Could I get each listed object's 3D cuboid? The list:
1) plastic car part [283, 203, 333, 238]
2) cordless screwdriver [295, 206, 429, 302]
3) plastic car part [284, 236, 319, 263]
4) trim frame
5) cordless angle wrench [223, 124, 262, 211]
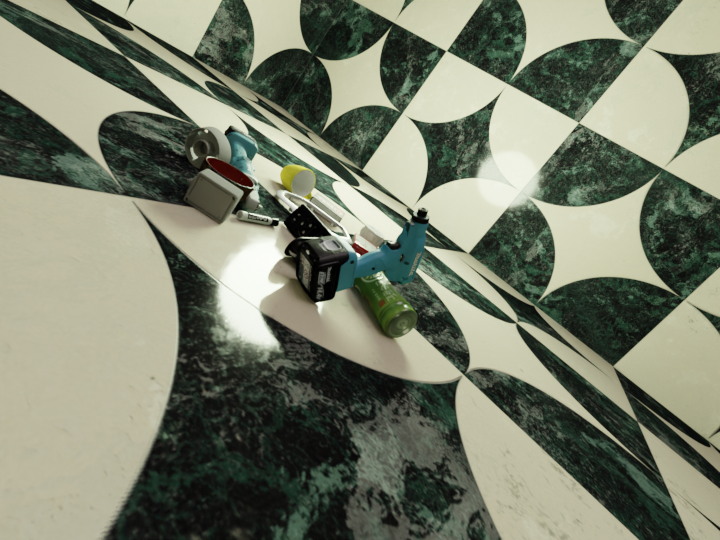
[{"bbox_3d":[-0.091,-0.060,0.931,0.214,0.066,0.063,47,-7,38],"label":"plastic car part"},{"bbox_3d":[0.013,-0.034,0.754,0.240,0.156,0.078,-8,39,-30],"label":"cordless screwdriver"},{"bbox_3d":[-0.093,-0.022,0.824,0.073,0.067,0.112,56,24,14],"label":"plastic car part"},{"bbox_3d":[-0.125,-0.143,1.138,0.253,0.027,0.181,38,15,7],"label":"trim frame"},{"bbox_3d":[-0.293,-0.253,1.049,0.093,0.074,0.443,25,21,-32],"label":"cordless angle wrench"}]
